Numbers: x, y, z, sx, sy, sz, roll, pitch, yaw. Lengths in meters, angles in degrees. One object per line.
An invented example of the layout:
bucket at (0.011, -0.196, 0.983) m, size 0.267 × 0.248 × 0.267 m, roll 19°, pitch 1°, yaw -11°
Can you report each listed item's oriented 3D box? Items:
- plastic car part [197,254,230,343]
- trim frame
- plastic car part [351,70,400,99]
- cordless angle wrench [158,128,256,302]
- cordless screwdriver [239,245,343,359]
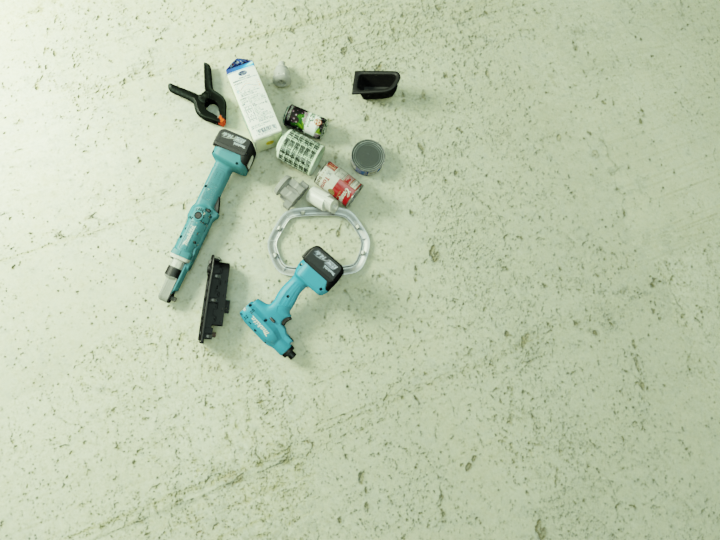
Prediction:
plastic car part at (-0.331, 0.062, 0.966) m, size 0.065 × 0.067 × 0.205 m, roll 3°, pitch 80°, yaw -15°
trim frame at (-0.100, -0.065, 1.020) m, size 0.246 × 0.027 × 0.186 m, roll -1°, pitch 81°, yaw -5°
plastic car part at (0.043, -0.464, 1.078) m, size 0.119 × 0.069 × 0.066 m, roll 6°, pitch 81°, yaw 13°
cordless angle wrench at (-0.373, -0.125, 0.996) m, size 0.098 × 0.074 × 0.424 m, roll 23°, pitch 82°, yaw -1°
cordless screwdriver at (-0.135, 0.071, 0.958) m, size 0.249 × 0.074 × 0.160 m, roll -44°, pitch 89°, yaw 2°
